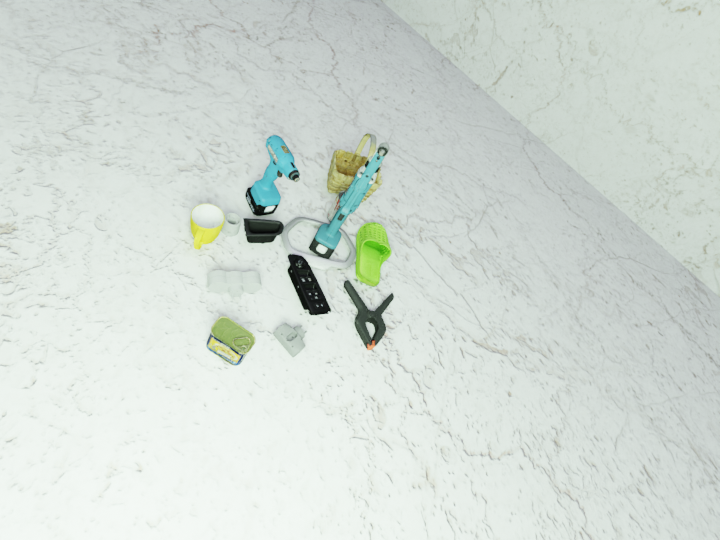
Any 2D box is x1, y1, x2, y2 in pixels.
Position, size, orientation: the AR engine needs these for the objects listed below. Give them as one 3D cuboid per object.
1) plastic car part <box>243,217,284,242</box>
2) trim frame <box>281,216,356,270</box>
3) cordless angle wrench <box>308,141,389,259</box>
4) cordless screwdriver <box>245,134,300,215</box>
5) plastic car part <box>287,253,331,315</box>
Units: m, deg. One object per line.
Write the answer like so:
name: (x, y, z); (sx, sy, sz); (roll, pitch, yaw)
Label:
plastic car part: (-0.284, -0.106, 1.220); (0.112, 0.071, 0.069); (2, 54, -27)
trim frame: (-0.128, -0.084, 1.312); (0.241, 0.027, 0.190); (14, 48, -16)
cordless angle wrench: (-0.030, -0.189, 1.175); (0.074, 0.423, 0.099); (30, 46, -8)
cordless screwdriver: (-0.252, -0.251, 1.234); (0.071, 0.249, 0.165); (-13, 63, -37)
plastic car part: (-0.152, 0.043, 1.167); (0.064, 0.067, 0.211); (-6, 57, -33)
